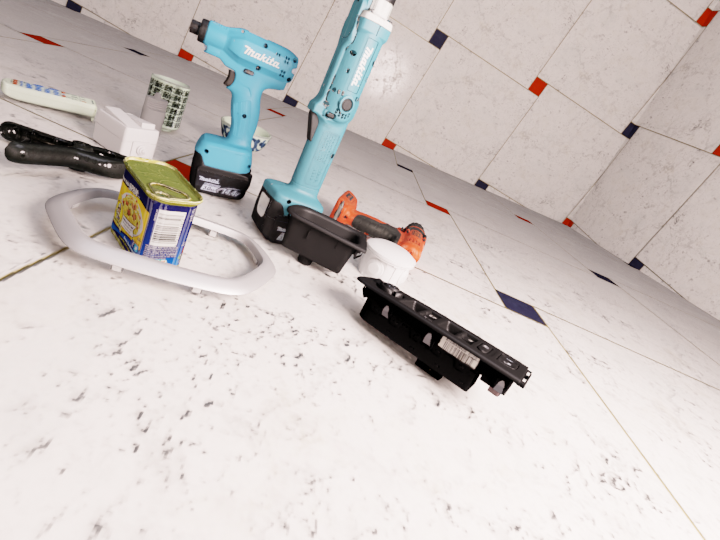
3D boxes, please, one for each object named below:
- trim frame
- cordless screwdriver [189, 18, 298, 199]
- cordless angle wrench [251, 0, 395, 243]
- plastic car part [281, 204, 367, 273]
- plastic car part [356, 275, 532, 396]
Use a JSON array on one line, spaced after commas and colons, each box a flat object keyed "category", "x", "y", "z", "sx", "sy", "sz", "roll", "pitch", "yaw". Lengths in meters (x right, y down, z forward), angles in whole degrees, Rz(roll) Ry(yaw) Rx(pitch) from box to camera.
[{"category": "trim frame", "x": -0.210, "y": -0.035, "z": 0.470, "sx": 0.240, "sy": 0.027, "sz": 0.192, "roll": 15, "pitch": 23, "yaw": -22}, {"category": "cordless screwdriver", "x": -0.212, "y": -0.243, "z": 0.655, "sx": 0.153, "sy": 0.247, "sz": 0.078, "roll": 17, "pitch": 22, "yaw": -23}, {"category": "cordless angle wrench", "x": -0.033, "y": -0.231, "z": 0.575, "sx": 0.093, "sy": 0.420, "sz": 0.078, "roll": 10, "pitch": 26, "yaw": -37}, {"category": "plastic car part", "x": -0.057, "y": -0.037, "z": 0.579, "sx": 0.116, "sy": 0.070, "sz": 0.067, "roll": 23, "pitch": 21, "yaw": -4}, {"category": "plastic car part", "x": 0.076, "y": 0.072, "z": 0.467, "sx": 0.213, "sy": 0.067, "sz": 0.063, "roll": 36, "pitch": 23, "yaw": 27}]
